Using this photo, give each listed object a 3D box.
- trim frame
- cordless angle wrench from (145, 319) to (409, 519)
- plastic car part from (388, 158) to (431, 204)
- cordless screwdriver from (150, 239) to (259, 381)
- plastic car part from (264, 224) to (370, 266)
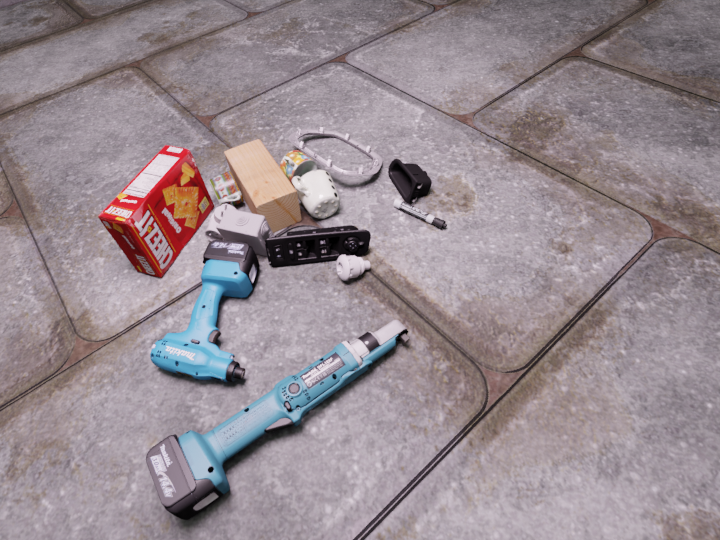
[{"bbox_3d":[-0.059,-0.287,1.004,0.179,0.027,0.261,-26,54,-37],"label":"trim frame"},{"bbox_3d":[-0.098,0.191,0.636,0.416,0.072,0.103,-31,56,-21],"label":"cordless angle wrench"},{"bbox_3d":[0.117,-0.205,0.936,0.069,0.065,0.122,-5,47,-20],"label":"plastic car part"},{"bbox_3d":[-0.241,0.069,0.744,0.163,0.072,0.252,9,57,12],"label":"cordless screwdriver"},{"bbox_3d":[-0.082,-0.053,0.835,0.204,0.064,0.068,-4,26,4],"label":"plastic car part"}]
